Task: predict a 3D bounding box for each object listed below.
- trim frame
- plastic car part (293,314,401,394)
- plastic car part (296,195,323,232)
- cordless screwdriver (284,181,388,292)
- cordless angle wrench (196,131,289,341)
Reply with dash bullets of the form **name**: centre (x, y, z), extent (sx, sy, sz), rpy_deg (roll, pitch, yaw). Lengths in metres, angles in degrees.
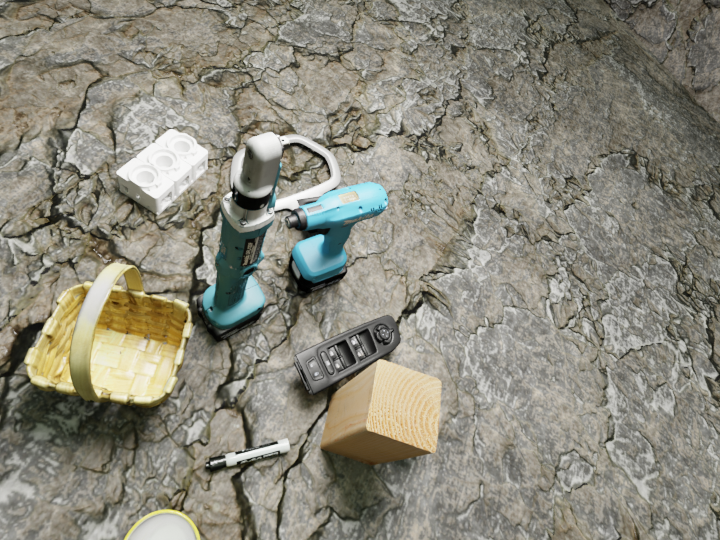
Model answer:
- **trim frame**: centre (-0.158, -0.207, 0.897), extent (0.242, 0.027, 0.190), rpy_deg (-26, 70, -28)
- **plastic car part**: centre (-0.018, 0.138, 0.707), extent (0.197, 0.067, 0.068), rpy_deg (-22, 71, -27)
- **plastic car part**: centre (-0.068, -0.107, 0.838), extent (0.113, 0.071, 0.068), rpy_deg (-12, 66, -24)
- **cordless screwdriver**: centre (-0.068, -0.044, 0.694), extent (0.155, 0.248, 0.077), rpy_deg (-19, 71, -28)
- **cordless angle wrench**: centre (-0.156, -0.020, 0.548), extent (0.095, 0.422, 0.076), rpy_deg (-27, 75, -31)
